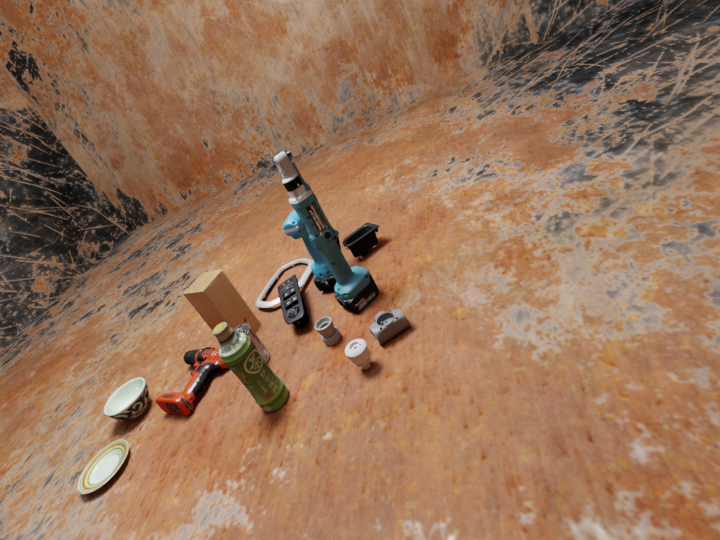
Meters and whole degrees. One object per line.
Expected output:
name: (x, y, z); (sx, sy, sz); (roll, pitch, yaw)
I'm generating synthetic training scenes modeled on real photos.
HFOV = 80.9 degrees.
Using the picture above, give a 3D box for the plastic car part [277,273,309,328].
plastic car part: (-0.180, 0.092, 1.148); (0.066, 0.064, 0.211); (-29, 28, 0)

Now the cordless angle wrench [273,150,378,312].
cordless angle wrench: (-0.088, -0.085, 0.987); (0.097, 0.407, 0.078); (-39, 27, -21)

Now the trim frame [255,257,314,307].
trim frame: (-0.236, 0.036, 1.331); (0.190, 0.026, 0.250); (-13, 33, 29)

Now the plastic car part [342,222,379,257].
plastic car part: (0.006, -0.082, 1.251); (0.115, 0.068, 0.069); (-39, 28, -18)

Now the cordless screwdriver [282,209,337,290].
cordless screwdriver: (-0.115, -0.075, 1.172); (0.077, 0.239, 0.160); (-14, 30, 30)
